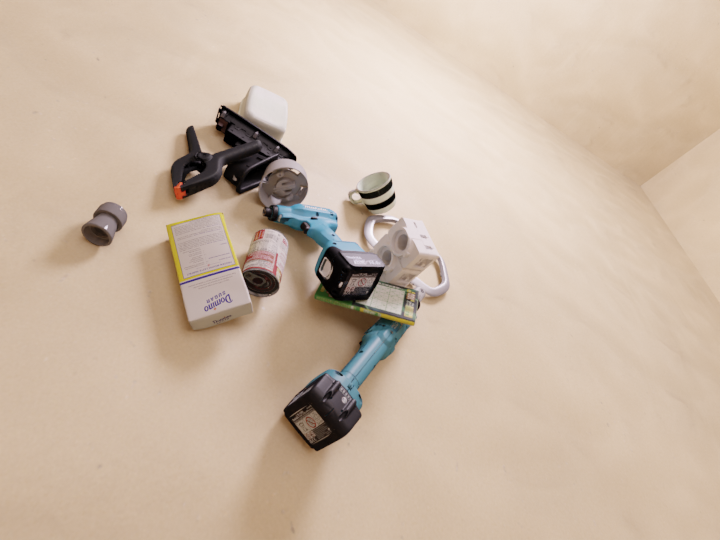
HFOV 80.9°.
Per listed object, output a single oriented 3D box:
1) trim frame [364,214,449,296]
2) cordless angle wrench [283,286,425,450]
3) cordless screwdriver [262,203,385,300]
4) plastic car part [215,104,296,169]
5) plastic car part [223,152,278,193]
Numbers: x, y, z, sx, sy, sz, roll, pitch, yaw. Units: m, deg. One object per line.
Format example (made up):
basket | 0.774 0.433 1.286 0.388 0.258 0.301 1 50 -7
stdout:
trim frame | 0.109 -0.040 0.982 0.250 0.028 0.182 42 39 2
cordless angle wrench | 0.030 0.123 0.723 0.075 0.099 0.414 47 37 2
cordless screwdriver | -0.076 -0.050 0.777 0.152 0.074 0.263 5 31 -34
plastic car part | -0.233 -0.277 0.929 0.198 0.067 0.068 28 51 -12
plastic car part | -0.235 -0.211 0.873 0.073 0.065 0.114 34 42 17
